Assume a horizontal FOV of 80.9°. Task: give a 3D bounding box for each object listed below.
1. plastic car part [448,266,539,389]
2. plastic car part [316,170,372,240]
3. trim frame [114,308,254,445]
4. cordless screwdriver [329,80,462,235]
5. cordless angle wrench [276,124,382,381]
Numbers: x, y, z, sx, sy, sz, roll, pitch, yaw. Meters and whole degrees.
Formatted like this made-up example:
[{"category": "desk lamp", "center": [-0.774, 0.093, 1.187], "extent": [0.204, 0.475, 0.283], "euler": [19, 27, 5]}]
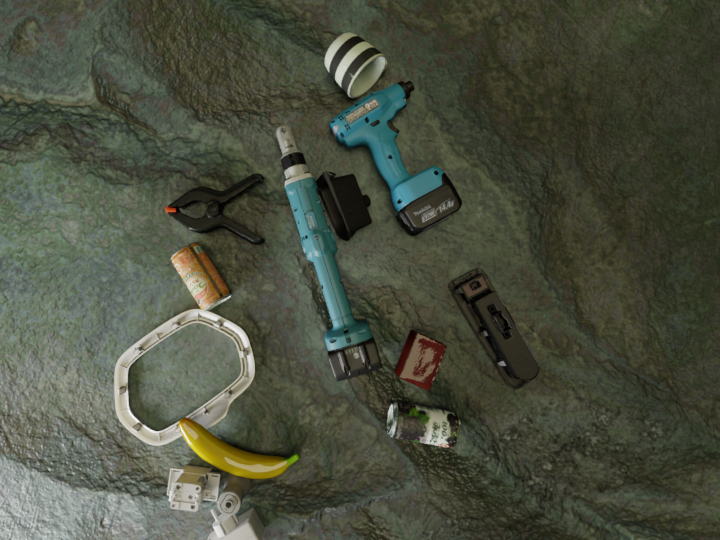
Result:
[{"category": "plastic car part", "center": [0.229, 0.096, 0.685], "extent": [0.066, 0.067, 0.204], "euler": [-28, 88, -11]}, {"category": "plastic car part", "center": [-0.020, -0.114, 0.710], "extent": [0.070, 0.067, 0.117], "euler": [-25, 90, -18]}, {"category": "trim frame", "center": [-0.294, 0.176, 0.698], "extent": [0.247, 0.027, 0.185], "euler": [-34, 86, -4]}, {"category": "cordless screwdriver", "center": [0.077, -0.192, 0.707], "extent": [0.159, 0.073, 0.252], "euler": [-34, 82, -3]}, {"category": "cordless angle wrench", "center": [-0.067, -0.044, 0.687], "extent": [0.074, 0.096, 0.428], "euler": [-18, 82, -1]}]
